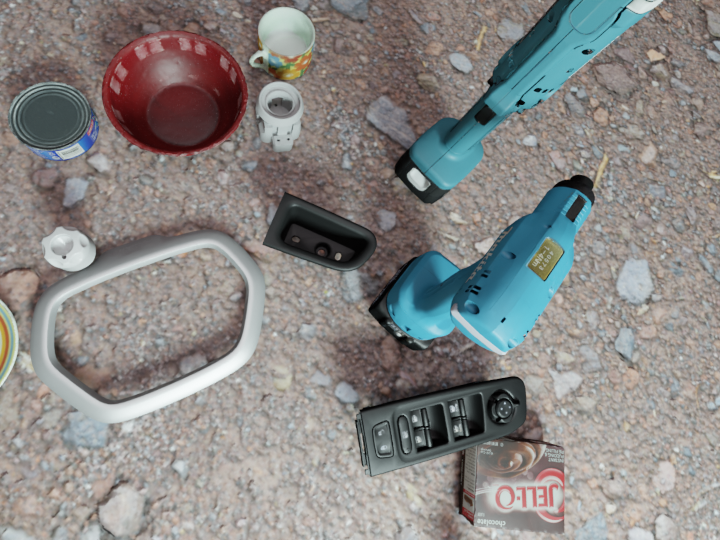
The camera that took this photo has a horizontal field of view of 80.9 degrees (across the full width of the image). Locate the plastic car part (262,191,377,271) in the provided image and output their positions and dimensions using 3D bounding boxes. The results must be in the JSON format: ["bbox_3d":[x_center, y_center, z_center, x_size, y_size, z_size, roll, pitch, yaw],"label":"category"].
[{"bbox_3d":[-0.048,-0.031,0.488,0.115,0.071,0.066,23,75,-5],"label":"plastic car part"}]

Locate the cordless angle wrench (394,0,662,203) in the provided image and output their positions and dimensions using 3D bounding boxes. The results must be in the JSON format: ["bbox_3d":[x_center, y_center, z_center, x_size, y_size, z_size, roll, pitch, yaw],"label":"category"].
[{"bbox_3d":[0.147,-0.172,0.371,0.097,0.426,0.074,-43,93,-17],"label":"cordless angle wrench"}]

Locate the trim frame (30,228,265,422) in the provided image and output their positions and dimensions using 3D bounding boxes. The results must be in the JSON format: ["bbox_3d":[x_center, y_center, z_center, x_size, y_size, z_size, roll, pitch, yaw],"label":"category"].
[{"bbox_3d":[-0.223,0.050,0.461,0.245,0.027,0.187,-24,82,-14],"label":"trim frame"}]

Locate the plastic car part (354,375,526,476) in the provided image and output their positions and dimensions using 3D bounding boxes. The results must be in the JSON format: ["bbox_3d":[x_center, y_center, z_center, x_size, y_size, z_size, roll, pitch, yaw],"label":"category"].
[{"bbox_3d":[0.089,0.162,0.466,0.199,0.067,0.067,-9,80,-12],"label":"plastic car part"}]

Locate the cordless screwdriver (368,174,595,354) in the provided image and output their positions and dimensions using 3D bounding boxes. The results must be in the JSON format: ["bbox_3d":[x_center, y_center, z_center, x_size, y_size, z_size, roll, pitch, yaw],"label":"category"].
[{"bbox_3d":[0.104,0.004,0.412,0.074,0.250,0.158,42,73,-4],"label":"cordless screwdriver"}]
